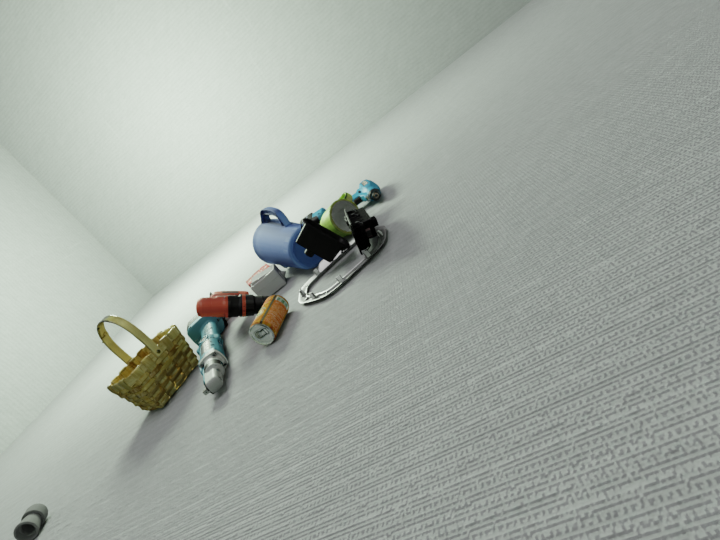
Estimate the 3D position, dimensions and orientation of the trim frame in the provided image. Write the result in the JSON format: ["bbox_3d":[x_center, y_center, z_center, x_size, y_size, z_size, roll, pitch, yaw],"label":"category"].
[{"bbox_3d":[-0.041,-0.017,0.909,0.247,0.027,0.190,-44,19,-8],"label":"trim frame"}]

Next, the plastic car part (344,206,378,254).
[{"bbox_3d":[-0.001,-0.100,0.899,0.067,0.064,0.208,-29,19,0],"label":"plastic car part"}]

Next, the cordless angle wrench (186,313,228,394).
[{"bbox_3d":[-0.351,0.179,0.987,0.097,0.072,0.439,-43,22,-10],"label":"cordless angle wrench"}]

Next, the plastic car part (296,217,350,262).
[{"bbox_3d":[-0.090,-0.059,0.918,0.071,0.114,0.067,-61,11,13],"label":"plastic car part"}]

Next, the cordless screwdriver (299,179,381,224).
[{"bbox_3d":[-0.053,-0.166,1.192,0.250,0.072,0.163,-34,19,5],"label":"cordless screwdriver"}]
